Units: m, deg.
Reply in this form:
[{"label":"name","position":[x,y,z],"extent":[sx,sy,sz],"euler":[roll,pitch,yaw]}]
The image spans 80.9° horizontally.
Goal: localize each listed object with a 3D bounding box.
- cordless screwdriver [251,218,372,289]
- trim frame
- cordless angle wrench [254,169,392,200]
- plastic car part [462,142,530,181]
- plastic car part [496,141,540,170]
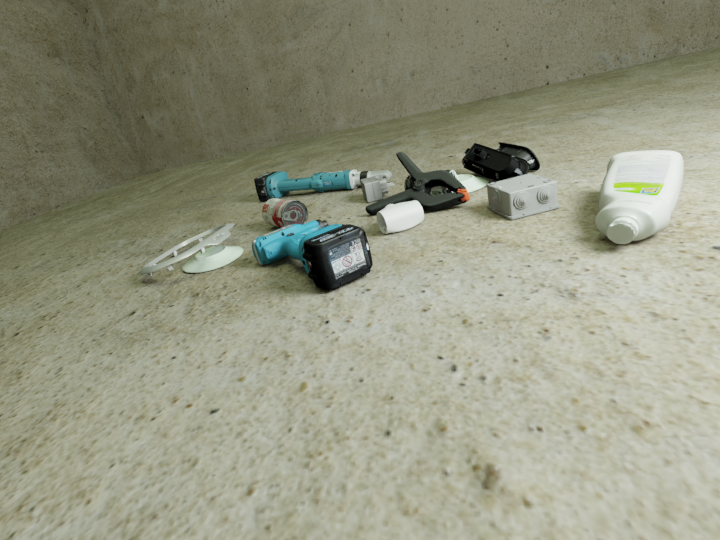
[{"label":"cordless screwdriver","position":[-0.071,-0.046,0.725],"extent":[0.155,0.072,0.261],"euler":[-26,22,-28]},{"label":"trim frame","position":[-0.367,-0.047,0.909],"extent":[0.189,0.027,0.248],"euler":[-18,18,21]},{"label":"cordless angle wrench","position":[-0.115,-0.259,1.235],"extent":[0.440,0.072,0.097],"euler":[1,26,27]},{"label":"plastic car part","position":[0.291,-0.245,0.937],"extent":[0.066,0.063,0.213],"euler":[-49,35,8]},{"label":"plastic car part","position":[0.338,-0.245,0.966],"extent":[0.071,0.063,0.121],"euler":[-31,28,-4]}]
